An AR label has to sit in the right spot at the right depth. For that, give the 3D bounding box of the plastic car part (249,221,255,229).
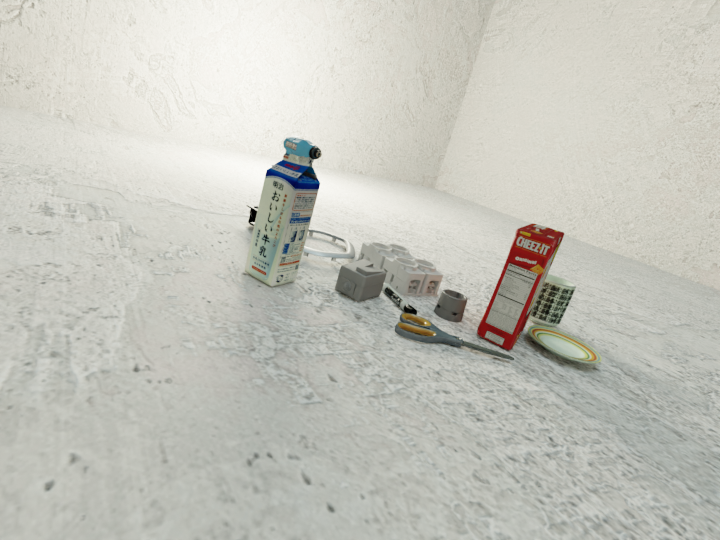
[{"bbox_3d":[-0.180,-0.055,0.891,0.123,0.070,0.063,28,21,37],"label":"plastic car part"}]

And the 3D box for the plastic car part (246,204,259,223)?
[{"bbox_3d":[-0.230,-0.118,1.052,0.063,0.066,0.215,3,21,-36],"label":"plastic car part"}]

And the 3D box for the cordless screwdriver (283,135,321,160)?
[{"bbox_3d":[-0.176,-0.231,1.141,0.071,0.246,0.168,3,20,-38],"label":"cordless screwdriver"}]

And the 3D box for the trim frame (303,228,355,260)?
[{"bbox_3d":[-0.104,-0.068,1.062,0.183,0.027,0.253,13,18,-6],"label":"trim frame"}]
